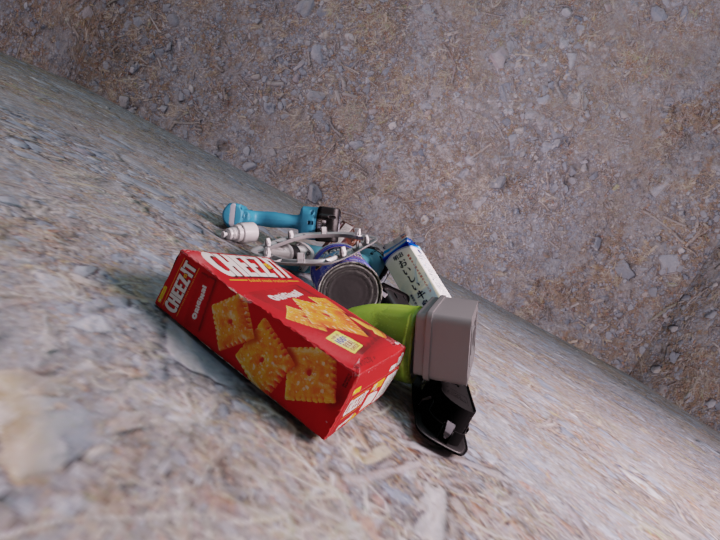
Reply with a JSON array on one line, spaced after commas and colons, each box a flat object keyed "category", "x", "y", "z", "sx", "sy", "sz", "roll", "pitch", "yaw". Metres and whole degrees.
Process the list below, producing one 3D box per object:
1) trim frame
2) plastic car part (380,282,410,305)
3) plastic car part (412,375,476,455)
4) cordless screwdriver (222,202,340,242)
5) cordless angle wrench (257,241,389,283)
[{"category": "trim frame", "x": -0.069, "y": -0.045, "z": 0.706, "sx": 0.192, "sy": 0.027, "sz": 0.242, "roll": 7, "pitch": 16, "yaw": 24}, {"category": "plastic car part", "x": 0.074, "y": 0.081, "z": 0.845, "sx": 0.110, "sy": 0.066, "sz": 0.075, "roll": 25, "pitch": 23, "yaw": -40}, {"category": "plastic car part", "x": 0.103, "y": 0.150, "z": 0.506, "sx": 0.067, "sy": 0.067, "sz": 0.200, "roll": 37, "pitch": 12, "yaw": 5}, {"category": "cordless screwdriver", "x": -0.169, "y": -0.109, "z": 0.937, "sx": 0.249, "sy": 0.074, "sz": 0.160, "roll": 6, "pitch": 4, "yaw": -2}, {"category": "cordless angle wrench", "x": -0.062, "y": -0.019, "z": 0.896, "sx": 0.078, "sy": 0.098, "sz": 0.402, "roll": 37, "pitch": 15, "yaw": 29}]
